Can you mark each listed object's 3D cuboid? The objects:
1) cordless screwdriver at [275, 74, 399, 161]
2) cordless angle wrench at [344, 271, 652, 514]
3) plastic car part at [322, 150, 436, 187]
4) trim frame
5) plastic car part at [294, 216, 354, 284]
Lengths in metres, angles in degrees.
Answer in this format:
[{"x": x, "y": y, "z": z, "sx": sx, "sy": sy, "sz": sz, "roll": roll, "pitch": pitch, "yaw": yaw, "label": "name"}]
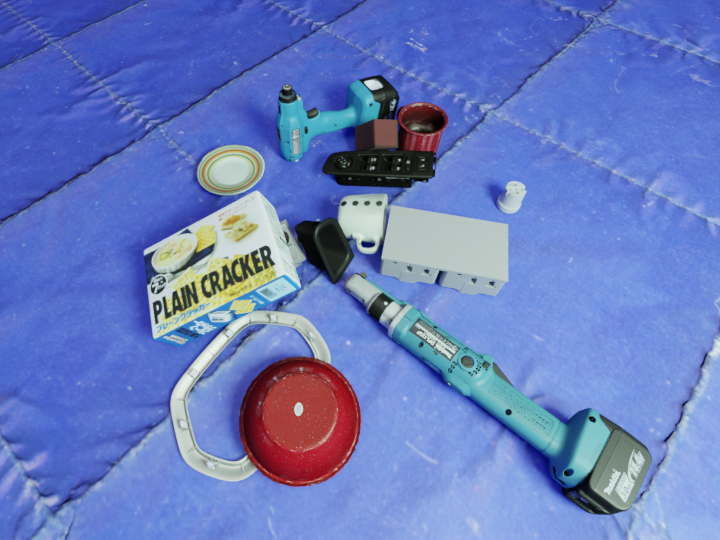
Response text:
[{"x": -0.047, "y": -0.314, "z": 0.816, "sx": 0.245, "sy": 0.155, "sz": 0.078, "roll": -24, "pitch": 63, "yaw": -16, "label": "cordless screwdriver"}, {"x": 0.143, "y": 0.134, "z": 0.579, "sx": 0.442, "sy": 0.072, "sz": 0.097, "roll": 36, "pitch": 65, "yaw": 24, "label": "cordless angle wrench"}, {"x": 0.032, "y": -0.186, "z": 0.782, "sx": 0.207, "sy": 0.065, "sz": 0.067, "roll": 7, "pitch": 66, "yaw": 11, "label": "plastic car part"}, {"x": -0.153, "y": 0.161, "z": 0.595, "sx": 0.191, "sy": 0.027, "sz": 0.247, "roll": 31, "pitch": 62, "yaw": 18, "label": "trim frame"}, {"x": -0.066, "y": -0.043, "z": 0.680, "sx": 0.075, "sy": 0.111, "sz": 0.066, "roll": 13, "pitch": 55, "yaw": 35, "label": "plastic car part"}]
